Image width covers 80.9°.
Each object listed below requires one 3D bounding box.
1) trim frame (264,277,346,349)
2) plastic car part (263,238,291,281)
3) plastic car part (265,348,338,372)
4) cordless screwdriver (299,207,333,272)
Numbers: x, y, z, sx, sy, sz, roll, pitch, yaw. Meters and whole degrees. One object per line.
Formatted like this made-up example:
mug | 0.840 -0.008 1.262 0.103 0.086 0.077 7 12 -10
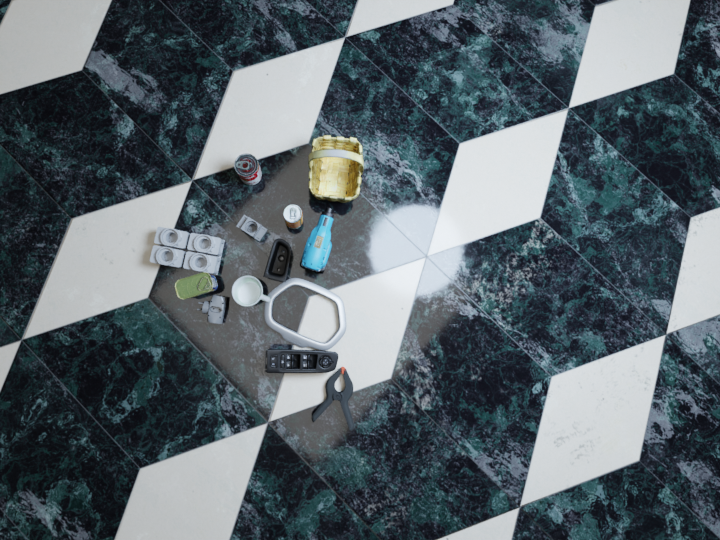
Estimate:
trim frame | -0.159 0.128 1.227 0.249 0.027 0.184 23 83 2
plastic car part | -0.233 -0.029 1.223 0.066 0.071 0.117 13 83 -3
plastic car part | -0.165 0.253 1.191 0.202 0.067 0.067 2 84 -2
cordless screwdriver | -0.112 -0.073 1.142 0.074 0.249 0.160 18 84 -5
